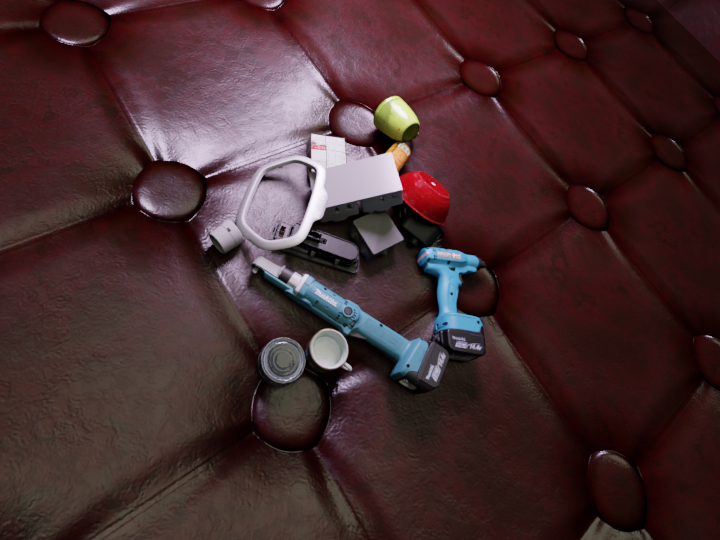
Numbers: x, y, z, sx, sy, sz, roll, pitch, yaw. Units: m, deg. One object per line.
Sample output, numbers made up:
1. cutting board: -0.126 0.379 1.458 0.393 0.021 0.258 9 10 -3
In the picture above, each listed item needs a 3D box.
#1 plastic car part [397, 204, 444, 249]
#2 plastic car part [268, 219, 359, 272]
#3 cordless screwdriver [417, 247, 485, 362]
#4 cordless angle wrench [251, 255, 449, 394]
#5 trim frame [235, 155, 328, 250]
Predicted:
1. plastic car part: 0.132 -0.091 0.980 0.117 0.066 0.071 41 76 0
2. plastic car part: -0.088 -0.057 0.896 0.199 0.067 0.067 22 56 -10
3. cordless screwdriver: 0.218 0.068 0.921 0.155 0.074 0.256 5 61 -15
4. cordless angle wrench: -0.031 0.091 0.840 0.425 0.074 0.098 32 61 2
5. trim frame: -0.163 -0.148 0.896 0.189 0.026 0.252 6 60 15
